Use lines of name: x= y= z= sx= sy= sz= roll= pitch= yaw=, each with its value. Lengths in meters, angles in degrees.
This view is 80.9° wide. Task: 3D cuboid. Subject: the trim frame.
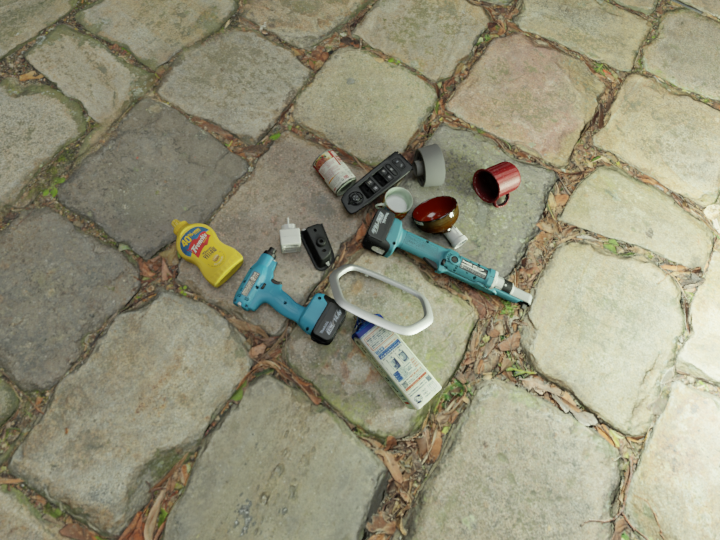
trim frame: x=0.045 y=0.061 z=0.948 sx=0.252 sy=0.027 sz=0.184 roll=21 pitch=37 yaw=7

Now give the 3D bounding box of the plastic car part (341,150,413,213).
plastic car part: x=0.034 y=-0.216 z=1.075 sx=0.201 sy=0.067 sz=0.067 roll=-39 pitch=87 yaw=-11

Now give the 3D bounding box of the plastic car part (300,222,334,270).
plastic car part: x=-0.099 y=-0.065 z=1.013 sx=0.065 sy=0.070 sz=0.120 roll=-21 pitch=71 yaw=-12

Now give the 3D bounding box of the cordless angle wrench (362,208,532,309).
cordless angle wrench: x=0.214 y=-0.018 z=1.019 sx=0.425 sy=0.073 sz=0.098 roll=25 pitch=71 yaw=3

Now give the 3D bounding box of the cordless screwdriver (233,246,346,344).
cordless screwdriver: x=-0.149 y=0.056 z=0.966 sx=0.253 sy=0.073 sz=0.160 roll=24 pitch=71 yaw=8
